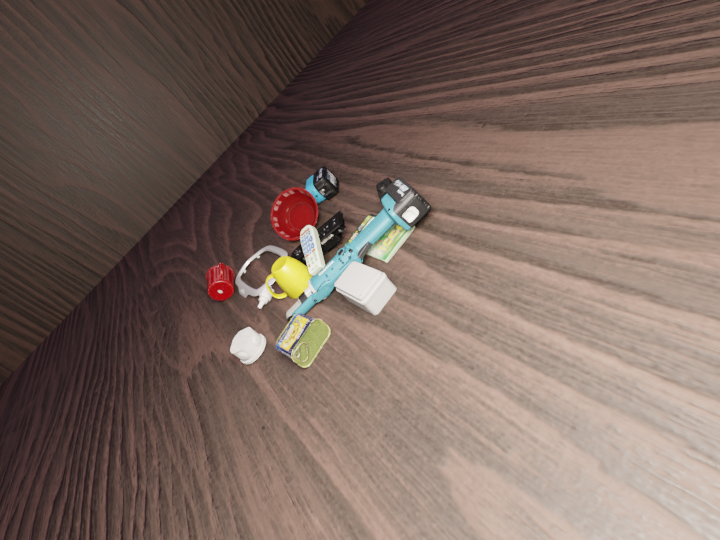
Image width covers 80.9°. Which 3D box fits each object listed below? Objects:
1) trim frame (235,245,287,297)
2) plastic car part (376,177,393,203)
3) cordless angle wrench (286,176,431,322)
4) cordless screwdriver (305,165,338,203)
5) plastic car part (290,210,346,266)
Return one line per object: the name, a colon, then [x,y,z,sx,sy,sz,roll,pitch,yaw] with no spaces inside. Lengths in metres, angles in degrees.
trim frame: [-0.307,0.001,1.296,0.183,0.026,0.262,-52,35,-14]
plastic car part: [0.070,-0.190,1.056,0.067,0.068,0.120,-32,31,21]
cordless angle wrench: [-0.026,-0.028,0.970,0.425,0.071,0.102,-44,33,13]
cordless screwdriver: [-0.188,-0.242,1.396,0.252,0.071,0.165,-35,33,21]
plastic car part: [-0.110,-0.072,1.121,0.206,0.063,0.069,-32,40,25]
